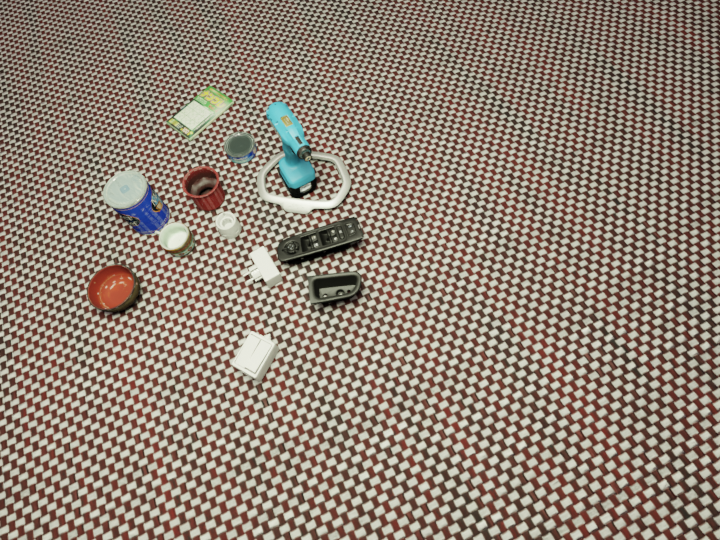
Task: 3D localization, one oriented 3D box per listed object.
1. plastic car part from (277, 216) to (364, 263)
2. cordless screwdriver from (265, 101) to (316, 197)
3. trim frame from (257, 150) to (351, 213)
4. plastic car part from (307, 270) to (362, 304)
[{"bbox_3d":[-0.097,-0.063,0.990,0.202,0.065,0.068,-15,67,-3],"label":"plastic car part"},{"bbox_3d":[-0.148,-0.255,0.986,0.074,0.242,0.165,-28,69,-11],"label":"cordless screwdriver"},{"bbox_3d":[-0.148,-0.233,1.093,0.252,0.027,0.187,7,66,8],"label":"trim frame"},{"bbox_3d":[-0.054,0.045,0.934,0.117,0.069,0.068,-8,66,0],"label":"plastic car part"}]
